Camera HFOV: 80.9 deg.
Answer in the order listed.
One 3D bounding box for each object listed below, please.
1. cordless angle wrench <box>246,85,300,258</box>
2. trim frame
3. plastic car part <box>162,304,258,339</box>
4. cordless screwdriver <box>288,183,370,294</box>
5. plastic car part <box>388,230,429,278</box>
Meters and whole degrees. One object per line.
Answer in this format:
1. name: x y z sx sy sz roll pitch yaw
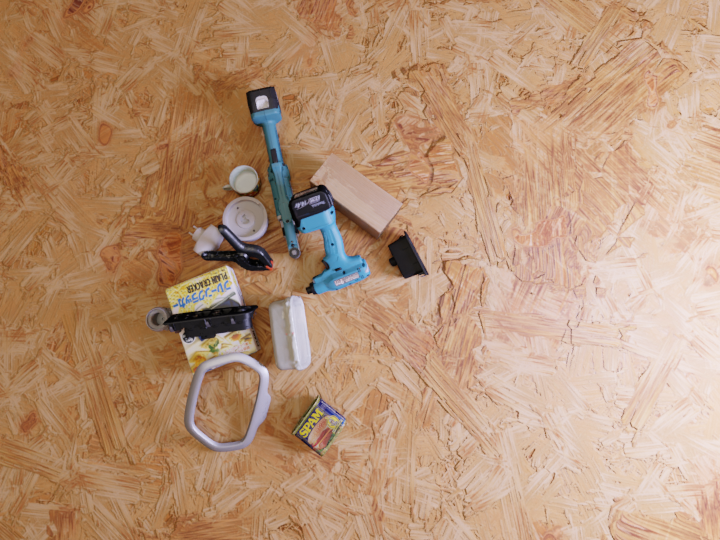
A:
1. cordless angle wrench: -0.202 -0.236 1.045 0.074 0.097 0.426 -12 85 -2
2. trim frame: -0.299 0.300 0.959 0.182 0.028 0.247 14 97 -6
3. plastic car part: -0.325 0.116 0.938 0.203 0.066 0.067 -12 93 0
4. cordless screwdriver: -0.096 -0.062 0.977 0.161 0.076 0.241 -22 109 9
5. plastic car part: 0.107 -0.027 1.009 0.072 0.064 0.119 -31 79 11
